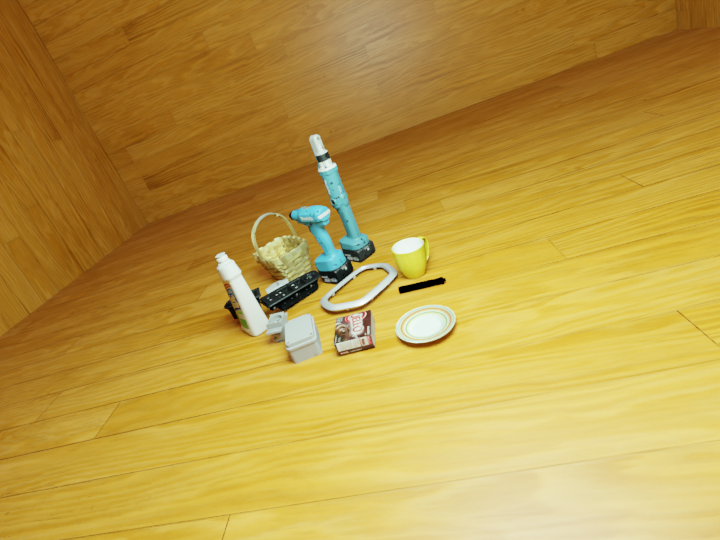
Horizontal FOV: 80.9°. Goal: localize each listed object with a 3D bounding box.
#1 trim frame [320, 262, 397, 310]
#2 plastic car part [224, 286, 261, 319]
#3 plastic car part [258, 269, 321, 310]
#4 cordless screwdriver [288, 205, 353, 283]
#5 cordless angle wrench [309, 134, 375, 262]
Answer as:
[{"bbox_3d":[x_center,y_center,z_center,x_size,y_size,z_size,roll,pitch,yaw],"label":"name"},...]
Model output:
[{"bbox_3d":[-0.004,0.044,1.195,0.194,0.026,0.244,5,37,45],"label":"trim frame"},{"bbox_3d":[-0.353,0.111,1.304,0.116,0.068,0.068,-25,23,-5],"label":"plastic car part"},{"bbox_3d":[-0.198,0.066,1.267,0.199,0.065,0.070,-35,26,-26],"label":"plastic car part"},{"bbox_3d":[-0.127,-0.083,1.295,0.167,0.241,0.073,3,32,46],"label":"cordless screwdriver"},{"bbox_3d":[-0.068,-0.224,1.326,0.073,0.409,0.103,-35,25,-31],"label":"cordless angle wrench"}]
